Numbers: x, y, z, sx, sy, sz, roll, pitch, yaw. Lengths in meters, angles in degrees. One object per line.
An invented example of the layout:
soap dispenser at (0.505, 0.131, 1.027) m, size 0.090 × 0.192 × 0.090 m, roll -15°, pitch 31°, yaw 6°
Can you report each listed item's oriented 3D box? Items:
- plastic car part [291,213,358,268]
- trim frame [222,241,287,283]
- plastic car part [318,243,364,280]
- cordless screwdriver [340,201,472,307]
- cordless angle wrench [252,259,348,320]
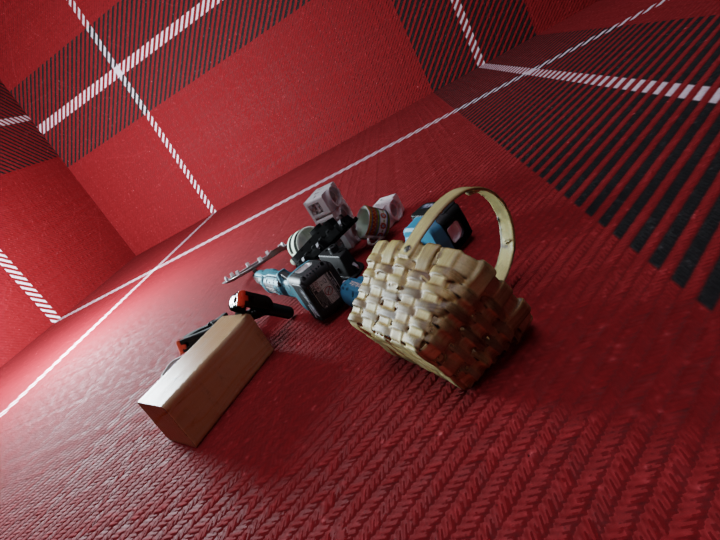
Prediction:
plastic car part at (-0.095, -0.062, 0.976) m, size 0.204 × 0.067 × 0.066 m, roll -47°, pitch 3°, yaw 28°
trim frame at (-0.299, -0.025, 1.219) m, size 0.190 × 0.027 × 0.244 m, roll -22°, pitch 11°, yaw 36°
plastic car part at (-0.047, -0.024, 0.900) m, size 0.065 × 0.069 × 0.121 m, roll -41°, pitch 21°, yaw -23°
cordless screwdriver at (0.090, -0.016, 0.712) m, size 0.247 × 0.072 × 0.166 m, roll -43°, pitch 24°, yaw -17°
cordless angle wrench at (-0.165, 0.027, 0.933) m, size 0.073 × 0.095 × 0.440 m, roll -39°, pitch 19°, yaw -22°
